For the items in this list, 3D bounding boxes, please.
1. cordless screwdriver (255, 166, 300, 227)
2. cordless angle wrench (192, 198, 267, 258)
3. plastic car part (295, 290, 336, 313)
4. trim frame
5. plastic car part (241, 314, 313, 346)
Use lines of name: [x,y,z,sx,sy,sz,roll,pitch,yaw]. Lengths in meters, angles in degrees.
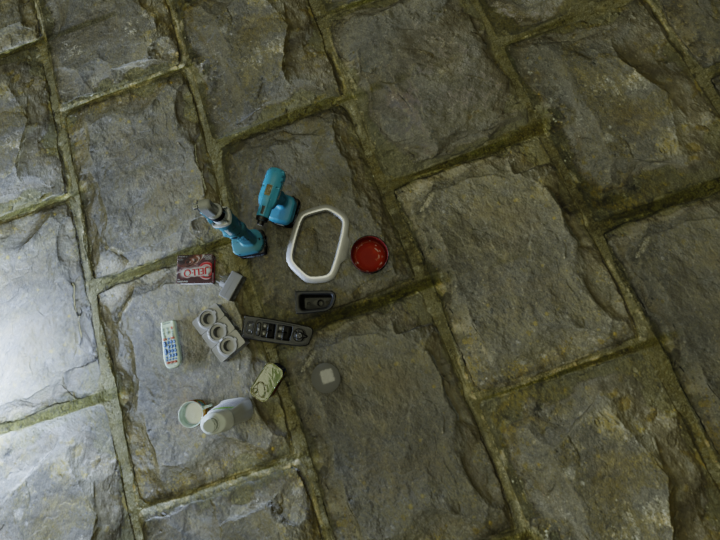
cordless screwdriver: [-0.240,-0.176,1.209,0.075,0.244,0.160,15,80,4]
cordless angle wrench: [-0.336,-0.110,1.117,0.098,0.415,0.075,-10,80,-1]
plastic car part: [-0.126,0.092,1.225,0.117,0.069,0.067,-4,79,4]
trim frame: [-0.126,-0.082,1.287,0.187,0.027,0.250,12,79,8]
plastic car part: [-0.237,0.177,1.219,0.206,0.065,0.067,8,79,7]
